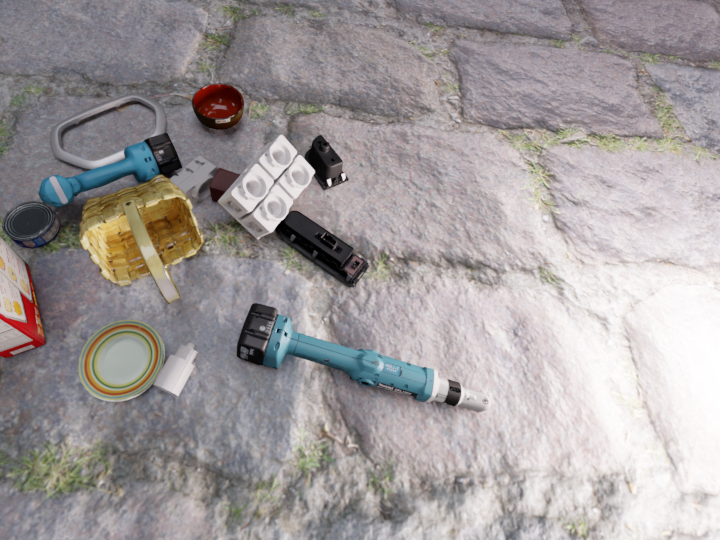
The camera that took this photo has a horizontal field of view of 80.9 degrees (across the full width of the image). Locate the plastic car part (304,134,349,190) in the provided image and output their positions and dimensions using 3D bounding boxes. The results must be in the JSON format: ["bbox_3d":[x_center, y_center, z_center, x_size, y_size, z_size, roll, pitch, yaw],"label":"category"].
[{"bbox_3d":[-0.077,-0.244,0.915,0.065,0.070,0.120,-25,71,-22],"label":"plastic car part"}]

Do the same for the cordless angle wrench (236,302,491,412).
[{"bbox_3d":[0.011,0.159,0.694,0.422,0.097,0.075,17,58,-1],"label":"cordless angle wrench"}]

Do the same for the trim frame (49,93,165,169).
[{"bbox_3d":[-0.543,-0.307,0.920,0.245,0.027,0.190,-37,72,-21],"label":"trim frame"}]

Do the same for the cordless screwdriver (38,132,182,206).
[{"bbox_3d":[-0.484,-0.187,0.816,0.243,0.072,0.167,-33,24,-31],"label":"cordless screwdriver"}]

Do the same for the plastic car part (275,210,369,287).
[{"bbox_3d":[-0.080,-0.052,0.816,0.209,0.065,0.066,33,69,14],"label":"plastic car part"}]
